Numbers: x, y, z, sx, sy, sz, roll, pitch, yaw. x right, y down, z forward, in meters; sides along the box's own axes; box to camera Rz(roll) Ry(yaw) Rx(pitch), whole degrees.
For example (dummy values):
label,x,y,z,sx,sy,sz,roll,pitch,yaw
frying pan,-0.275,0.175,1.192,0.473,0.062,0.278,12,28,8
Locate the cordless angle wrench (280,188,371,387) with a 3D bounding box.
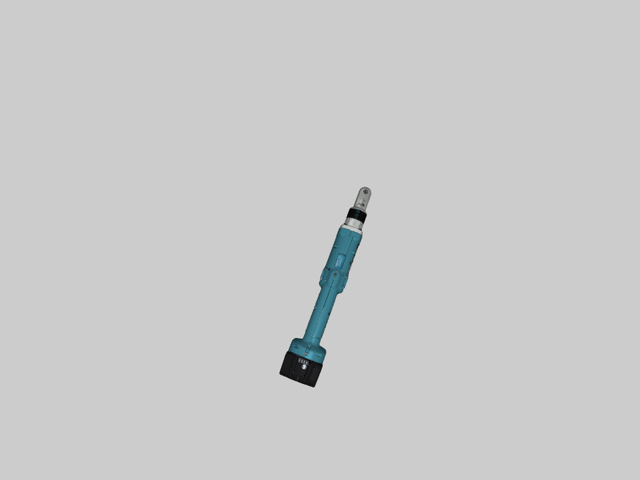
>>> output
label,x,y,z,sx,sy,sz,roll,pitch,yaw
cordless angle wrench,0.027,0.081,0.874,0.074,0.422,0.098,20,-12,4
